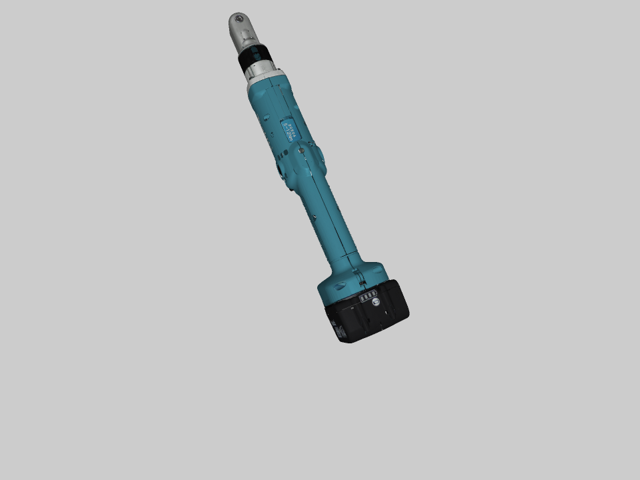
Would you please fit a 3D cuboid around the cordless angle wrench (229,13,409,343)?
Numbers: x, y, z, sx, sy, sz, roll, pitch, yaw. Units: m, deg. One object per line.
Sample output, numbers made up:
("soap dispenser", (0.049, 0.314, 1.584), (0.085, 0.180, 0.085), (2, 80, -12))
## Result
("cordless angle wrench", (-0.024, -0.089, 0.507), (0.074, 0.422, 0.098), (-22, -8, -11))
